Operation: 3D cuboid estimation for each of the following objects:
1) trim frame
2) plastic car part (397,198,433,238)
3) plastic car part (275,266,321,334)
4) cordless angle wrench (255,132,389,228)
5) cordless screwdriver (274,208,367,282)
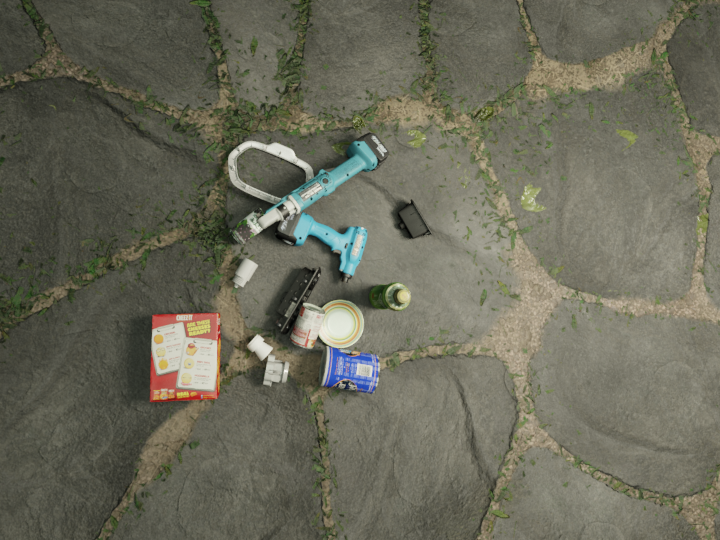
[{"bbox_3d":[-0.249,-0.276,1.177,0.248,0.027,0.186,22,63,0],"label":"trim frame"},{"bbox_3d":[0.148,-0.136,1.211,0.071,0.065,0.118,-33,85,4],"label":"plastic car part"},{"bbox_3d":[-0.173,0.072,1.147,0.070,0.064,0.203,30,81,21],"label":"plastic car part"},{"bbox_3d":[-0.102,-0.232,1.137,0.417,0.075,0.098,-39,90,-23],"label":"cordless angle wrench"},{"bbox_3d":[-0.114,-0.074,1.163,0.245,0.075,0.160,19,79,-8],"label":"cordless screwdriver"}]
